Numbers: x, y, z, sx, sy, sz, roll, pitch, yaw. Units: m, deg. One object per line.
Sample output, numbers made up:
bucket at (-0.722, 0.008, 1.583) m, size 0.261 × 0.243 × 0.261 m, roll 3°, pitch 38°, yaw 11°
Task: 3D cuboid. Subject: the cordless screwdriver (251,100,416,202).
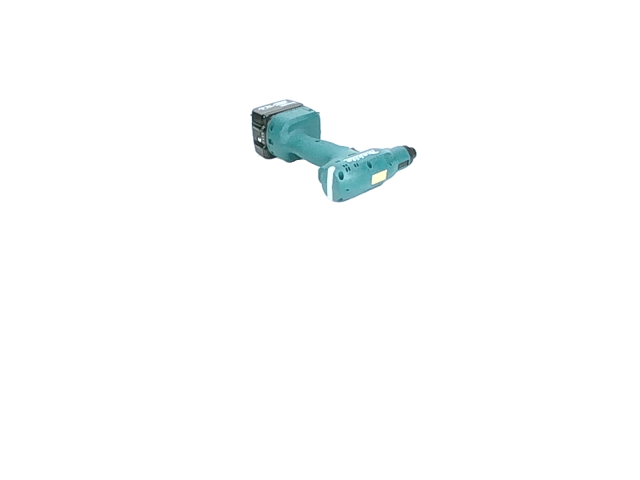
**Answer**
cordless screwdriver at (0.012, -0.146, 0.649) m, size 0.158 × 0.074 × 0.250 m, roll -25°, pitch 44°, yaw -30°
